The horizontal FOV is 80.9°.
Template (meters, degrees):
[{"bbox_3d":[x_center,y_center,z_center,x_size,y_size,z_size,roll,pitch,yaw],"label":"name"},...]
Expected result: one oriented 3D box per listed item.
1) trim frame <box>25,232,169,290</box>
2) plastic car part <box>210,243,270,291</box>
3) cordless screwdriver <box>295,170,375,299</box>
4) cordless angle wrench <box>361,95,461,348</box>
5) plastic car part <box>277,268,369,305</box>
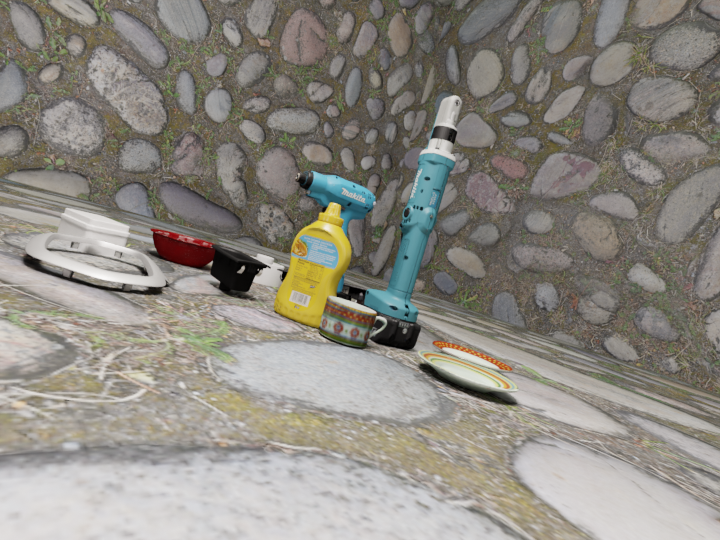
[{"bbox_3d":[-0.363,-0.014,0.598,0.175,0.027,0.261,15,2,-34],"label":"trim frame"},{"bbox_3d":[-0.219,0.002,0.724,0.123,0.071,0.062,18,1,45],"label":"plastic car part"},{"bbox_3d":[-0.074,-0.049,0.759,0.151,0.248,0.078,16,0,-33],"label":"cordless screwdriver"},{"bbox_3d":[0.097,-0.087,0.703,0.071,0.423,0.102,17,0,-26],"label":"cordless angle wrench"},{"bbox_3d":[-0.080,0.041,0.878,0.208,0.067,0.065,17,1,13],"label":"plastic car part"}]
